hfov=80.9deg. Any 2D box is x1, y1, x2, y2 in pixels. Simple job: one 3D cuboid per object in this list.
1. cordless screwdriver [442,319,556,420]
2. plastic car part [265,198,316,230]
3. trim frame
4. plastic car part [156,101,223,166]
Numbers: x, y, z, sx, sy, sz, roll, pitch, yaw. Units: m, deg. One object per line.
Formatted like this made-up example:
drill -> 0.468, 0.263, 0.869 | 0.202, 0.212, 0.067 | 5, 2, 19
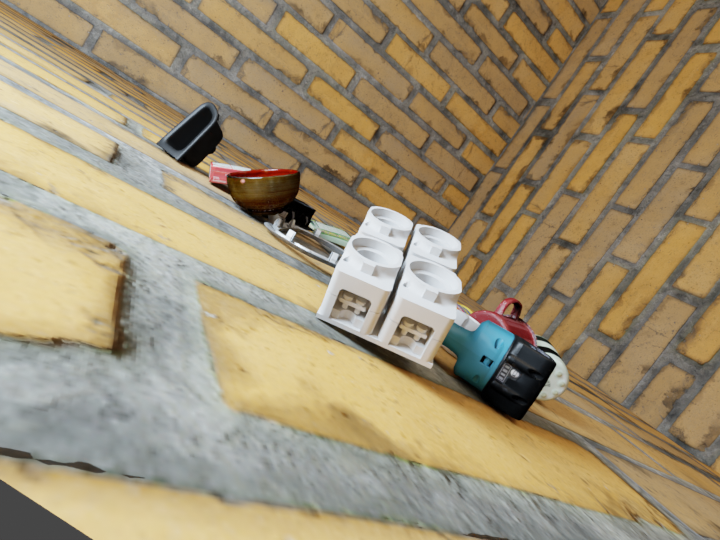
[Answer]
cordless screwdriver -> 0.098, 0.067, 0.528 | 0.257, 0.074, 0.154 | 31, 6, 17
plastic car part -> -0.141, -0.120, 0.796 | 0.069, 0.067, 0.194 | 29, 2, 22
trim frame -> -0.067, -0.044, 0.681 | 0.187, 0.027, 0.246 | 27, 9, 4
plastic car part -> -0.281, -0.227, 0.737 | 0.069, 0.116, 0.068 | 36, -16, 23
